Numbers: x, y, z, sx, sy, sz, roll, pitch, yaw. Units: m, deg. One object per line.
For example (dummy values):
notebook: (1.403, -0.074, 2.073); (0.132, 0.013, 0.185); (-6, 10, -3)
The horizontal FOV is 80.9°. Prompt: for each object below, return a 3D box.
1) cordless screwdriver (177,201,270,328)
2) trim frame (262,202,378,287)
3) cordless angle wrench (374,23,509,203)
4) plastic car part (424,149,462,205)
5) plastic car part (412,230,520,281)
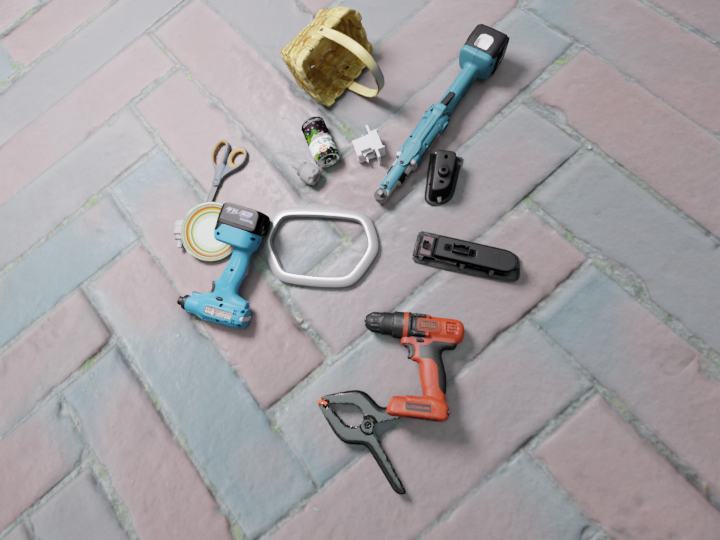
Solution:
cordless screwdriver: (-0.285, -0.016, 0.880); (0.163, 0.072, 0.249); (12, 88, 12)
trim frame: (-0.087, -0.057, 0.890); (0.254, 0.027, 0.186); (3, 77, 12)
cordless angle wrench: (0.157, -0.316, 0.889); (0.076, 0.095, 0.423); (35, 88, 13)
plastic car part: (0.168, -0.197, 0.859); (0.067, 0.069, 0.117); (10, 75, 11)
plastic car part: (0.209, -0.032, 0.816); (0.207, 0.065, 0.067); (15, 72, 10)
